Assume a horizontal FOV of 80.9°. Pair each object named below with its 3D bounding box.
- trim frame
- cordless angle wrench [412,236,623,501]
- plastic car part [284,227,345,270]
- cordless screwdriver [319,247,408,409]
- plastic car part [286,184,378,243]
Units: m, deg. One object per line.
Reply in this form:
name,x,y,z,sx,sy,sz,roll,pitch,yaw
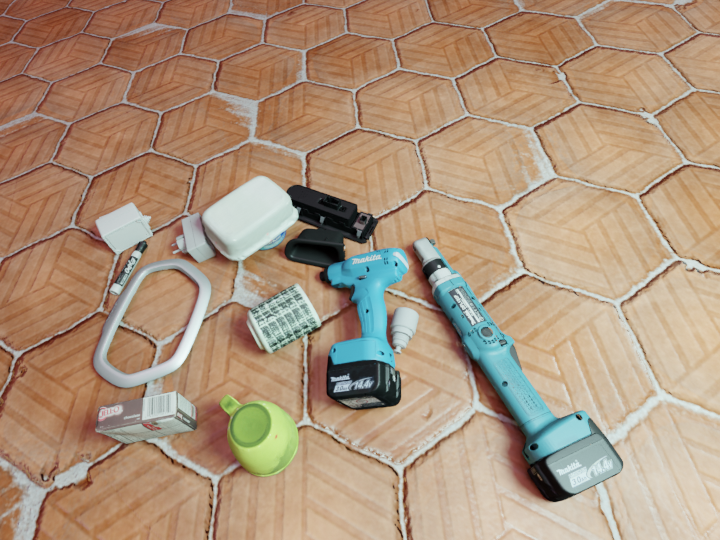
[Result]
trim frame,-0.366,0.083,0.748,0.187,0.026,0.253,4,58,9
cordless angle wrench,0.189,0.106,0.641,0.097,0.071,0.444,-22,54,-10
plastic car part,-0.077,-0.050,0.789,0.120,0.064,0.071,11,43,17
cordless screwdriver,-0.009,0.083,0.667,0.165,0.070,0.254,-13,54,29
plastic car part,-0.071,-0.120,0.832,0.211,0.064,0.066,20,67,22
